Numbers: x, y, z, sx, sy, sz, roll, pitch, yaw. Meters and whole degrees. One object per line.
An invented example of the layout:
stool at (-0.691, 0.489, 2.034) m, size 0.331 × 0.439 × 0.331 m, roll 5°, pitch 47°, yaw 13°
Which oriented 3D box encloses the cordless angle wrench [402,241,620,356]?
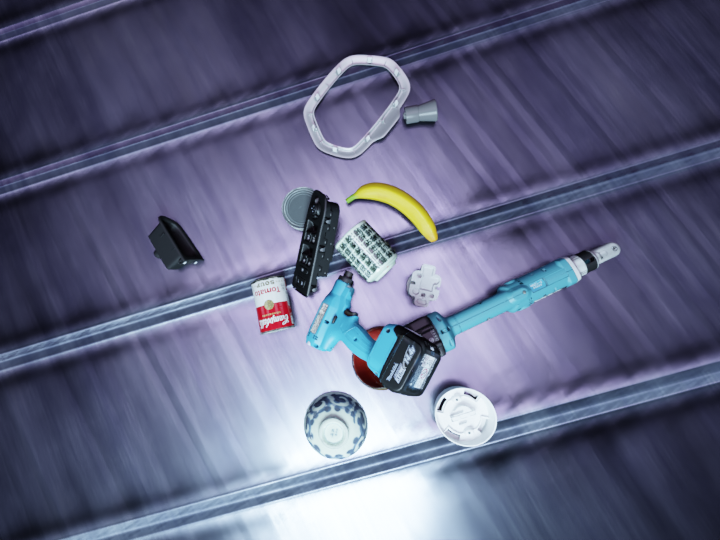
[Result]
cordless angle wrench at (0.281, 0.046, 0.770) m, size 0.422 × 0.096 × 0.076 m, roll -25°, pitch 79°, yaw -2°

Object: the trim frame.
trim frame at (-0.008, -0.351, 0.892) m, size 0.187 × 0.027 × 0.248 m, roll 38°, pitch 85°, yaw 9°

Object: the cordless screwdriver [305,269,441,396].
cordless screwdriver at (0.019, 0.101, 0.741) m, size 0.263 × 0.070 × 0.159 m, roll 20°, pitch 83°, yaw 43°

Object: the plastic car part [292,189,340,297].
plastic car part at (-0.080, -0.052, 0.815) m, size 0.064 × 0.069 × 0.201 m, roll 3°, pitch 103°, yaw -26°

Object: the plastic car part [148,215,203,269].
plastic car part at (-0.391, -0.047, 0.869) m, size 0.071 × 0.064 × 0.119 m, roll -43°, pitch 77°, yaw 12°
